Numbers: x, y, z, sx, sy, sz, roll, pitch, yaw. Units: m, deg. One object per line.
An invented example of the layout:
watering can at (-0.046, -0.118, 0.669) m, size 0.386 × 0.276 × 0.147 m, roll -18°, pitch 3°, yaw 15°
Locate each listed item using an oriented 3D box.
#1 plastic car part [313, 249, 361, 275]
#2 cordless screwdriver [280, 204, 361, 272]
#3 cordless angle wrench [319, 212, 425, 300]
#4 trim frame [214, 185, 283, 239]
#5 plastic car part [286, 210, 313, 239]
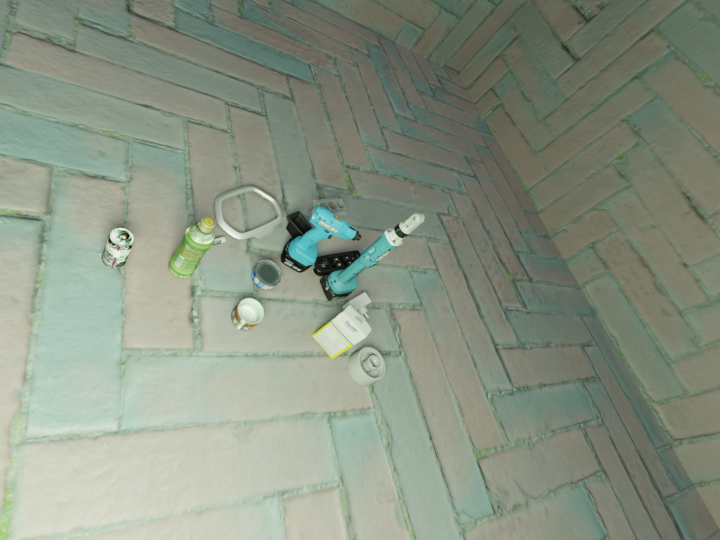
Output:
plastic car part at (-0.079, -0.020, 1.390) m, size 0.194 × 0.068 × 0.068 m, roll -8°, pitch 65°, yaw -42°
cordless screwdriver at (-0.124, -0.081, 1.266) m, size 0.154 × 0.252 × 0.076 m, roll 30°, pitch 45°, yaw -19°
cordless angle wrench at (0.031, -0.039, 1.221) m, size 0.093 × 0.429 × 0.077 m, roll -6°, pitch 66°, yaw -43°
trim frame at (-0.351, -0.183, 1.338) m, size 0.186 × 0.028 × 0.242 m, roll 50°, pitch 42°, yaw 6°
plastic car part at (-0.199, -0.125, 1.377) m, size 0.118 × 0.072 × 0.064 m, roll 52°, pitch 42°, yaw 7°
